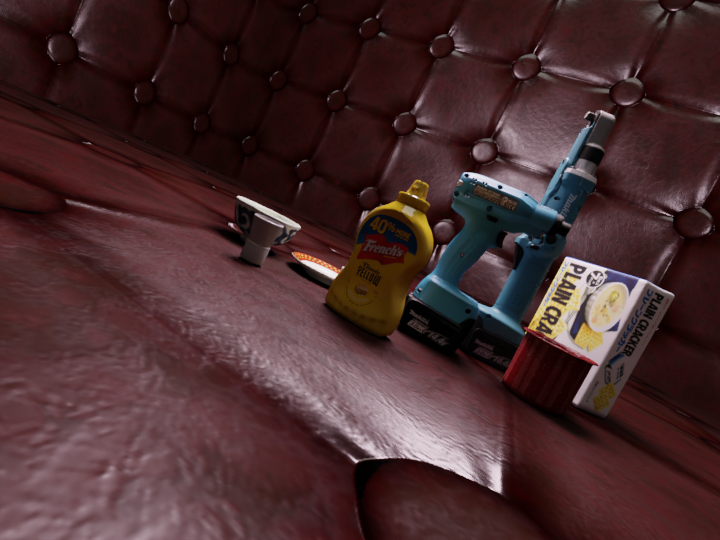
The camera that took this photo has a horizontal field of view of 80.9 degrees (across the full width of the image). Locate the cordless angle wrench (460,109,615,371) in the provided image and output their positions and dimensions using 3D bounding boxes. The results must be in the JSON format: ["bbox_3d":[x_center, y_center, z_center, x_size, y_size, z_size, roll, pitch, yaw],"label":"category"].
[{"bbox_3d":[0.286,-0.049,0.665,0.099,0.422,0.074,26,5,3],"label":"cordless angle wrench"}]

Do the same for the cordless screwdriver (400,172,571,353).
[{"bbox_3d":[0.168,-0.001,0.602,0.164,0.248,0.072,27,6,14],"label":"cordless screwdriver"}]
